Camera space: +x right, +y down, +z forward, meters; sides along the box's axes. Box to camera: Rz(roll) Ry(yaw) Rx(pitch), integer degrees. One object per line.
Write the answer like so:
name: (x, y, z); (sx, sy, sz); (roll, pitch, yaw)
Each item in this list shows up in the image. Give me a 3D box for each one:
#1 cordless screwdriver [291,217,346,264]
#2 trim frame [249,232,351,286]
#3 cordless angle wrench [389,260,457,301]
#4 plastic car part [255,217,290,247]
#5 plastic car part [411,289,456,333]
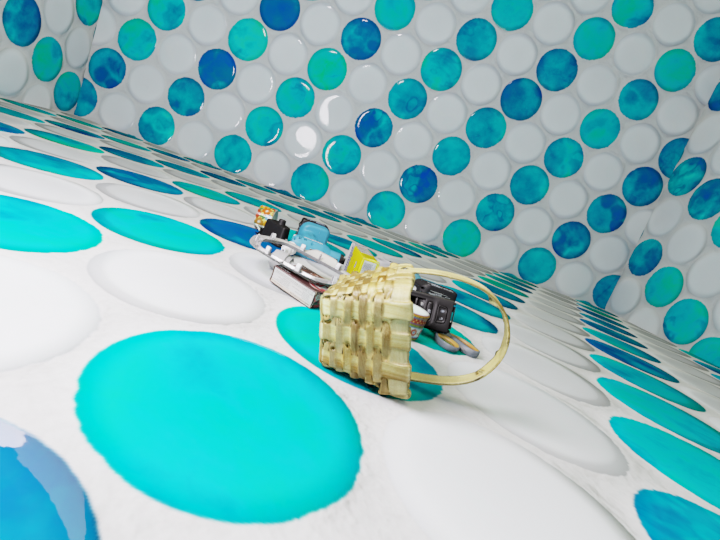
cordless screwdriver: (-0.119, -0.078, 1.218); (0.157, 0.074, 0.254); (19, 15, -9)
trim frame: (-0.114, -0.024, 0.853); (0.260, 0.027, 0.177); (26, 12, 25)
cordless angle wrench: (0.140, 0.030, 1.171); (0.096, 0.074, 0.432); (19, 9, -13)
plastic car part: (-0.230, -0.110, 1.174); (0.062, 0.070, 0.123); (9, 12, -43)
plastic car part: (0.082, 0.066, 0.858); (0.206, 0.066, 0.066); (15, 0, 7)
